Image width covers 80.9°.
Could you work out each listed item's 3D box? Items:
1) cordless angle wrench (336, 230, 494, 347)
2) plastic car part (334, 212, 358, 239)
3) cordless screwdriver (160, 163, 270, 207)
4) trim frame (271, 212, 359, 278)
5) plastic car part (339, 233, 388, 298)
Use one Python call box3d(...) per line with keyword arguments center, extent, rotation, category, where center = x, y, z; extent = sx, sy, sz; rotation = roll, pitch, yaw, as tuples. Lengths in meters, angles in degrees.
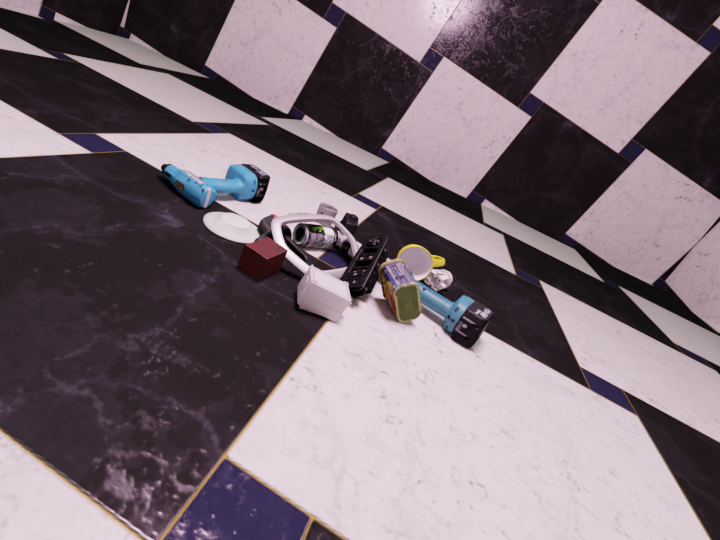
box3d(center=(0.086, 0.014, 0.967), extent=(0.443, 0.074, 0.094), rotation=(33, 23, 25), category="cordless angle wrench")
box3d(center=(-0.031, -0.121, 1.143), extent=(0.065, 0.070, 0.118), rotation=(22, 19, -8), category="plastic car part")
box3d(center=(-0.351, -0.222, 1.038), extent=(0.166, 0.074, 0.241), rotation=(33, 27, 20), category="cordless screwdriver")
box3d(center=(-0.089, -0.058, 0.910), extent=(0.238, 0.028, 0.190), rotation=(-12, 62, -49), category="trim frame")
box3d(center=(0.018, -0.007, 0.891), extent=(0.064, 0.069, 0.204), rotation=(55, 38, -27), category="plastic car part")
